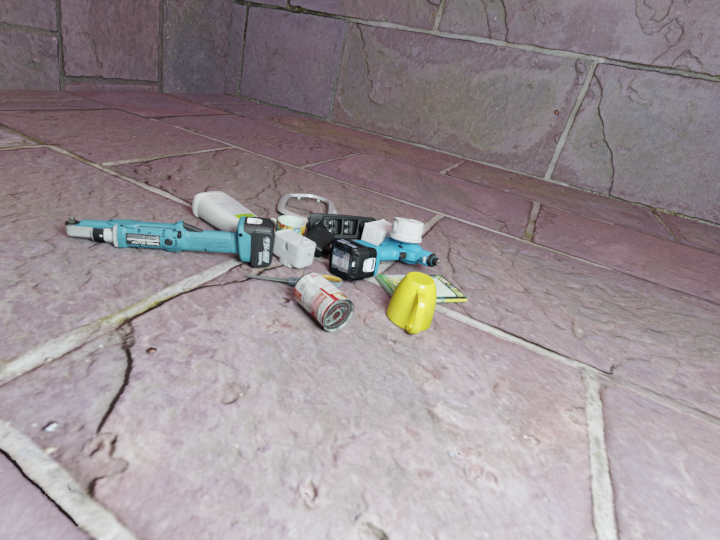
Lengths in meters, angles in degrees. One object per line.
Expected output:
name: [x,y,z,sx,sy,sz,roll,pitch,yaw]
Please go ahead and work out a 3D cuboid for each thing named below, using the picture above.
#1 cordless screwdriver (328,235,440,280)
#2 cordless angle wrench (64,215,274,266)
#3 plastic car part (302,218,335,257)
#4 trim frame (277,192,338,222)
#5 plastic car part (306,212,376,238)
cordless screwdriver: [0.057,-0.030,0.972,0.238,0.073,0.168,-10,24,-44]
cordless angle wrench: [-0.395,-0.072,0.888,0.418,0.096,0.077,4,26,-6]
plastic car part: [-0.100,-0.065,1.023,0.071,0.065,0.116,29,30,2]
trim frame: [-0.156,-0.188,1.277,0.183,0.027,0.254,8,24,-5]
plastic car part: [-0.054,-0.117,1.144,0.197,0.066,0.069,0,2,-20]
